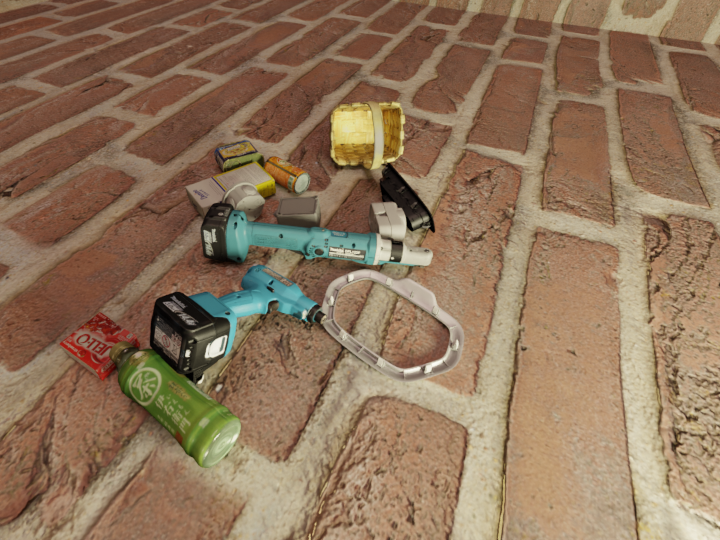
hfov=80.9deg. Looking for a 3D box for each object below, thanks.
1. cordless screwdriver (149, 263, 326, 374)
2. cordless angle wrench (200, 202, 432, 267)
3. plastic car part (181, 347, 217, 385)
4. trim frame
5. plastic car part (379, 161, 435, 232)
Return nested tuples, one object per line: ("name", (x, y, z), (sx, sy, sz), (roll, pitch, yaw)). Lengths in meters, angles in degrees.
("cordless screwdriver", (-0.170, 0.069, 0.628), (0.166, 0.073, 0.241), (27, 26, 21))
("cordless angle wrench", (-0.077, -0.050, 0.788), (0.423, 0.095, 0.076), (7, 41, 0))
("plastic car part", (-0.257, 0.112, 0.642), (0.123, 0.065, 0.068), (34, 37, 31))
("trim frame", (0.049, 0.079, 0.700), (0.261, 0.027, 0.181), (31, 51, 28))
("plastic car part", (0.091, -0.152, 0.911), (0.066, 0.064, 0.214), (-24, 50, -13))
